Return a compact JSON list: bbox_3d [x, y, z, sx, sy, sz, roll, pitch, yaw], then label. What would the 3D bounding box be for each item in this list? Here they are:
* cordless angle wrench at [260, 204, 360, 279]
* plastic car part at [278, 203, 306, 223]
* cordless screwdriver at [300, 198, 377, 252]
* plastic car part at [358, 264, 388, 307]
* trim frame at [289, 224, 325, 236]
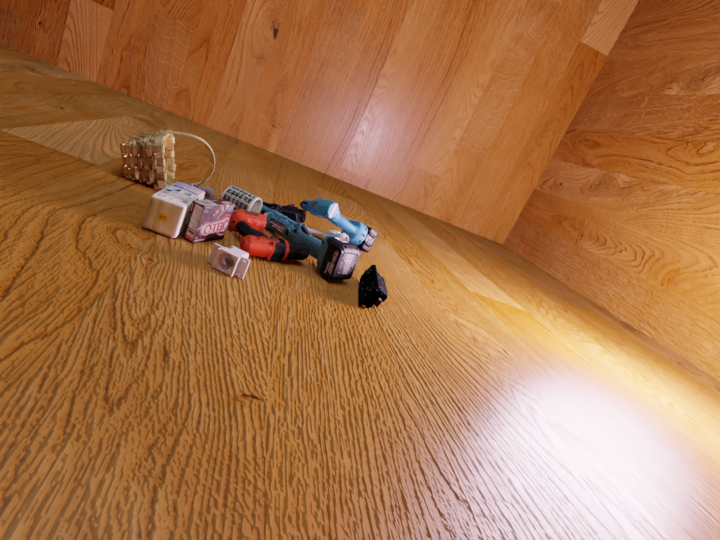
[{"bbox_3d":[-0.181,-0.103,1.158,0.070,0.097,0.448,6,19,-48],"label":"cordless angle wrench"},{"bbox_3d":[-0.204,-0.169,1.319,0.072,0.065,0.115,10,12,9],"label":"plastic car part"},{"bbox_3d":[-0.071,-0.149,1.330,0.235,0.074,0.168,34,-10,-40],"label":"cordless screwdriver"},{"bbox_3d":[0.034,0.038,1.029,0.066,0.066,0.207,31,14,-13],"label":"plastic car part"},{"bbox_3d":[-0.123,-0.080,1.257,0.174,0.027,0.263,7,24,-46],"label":"trim frame"}]
